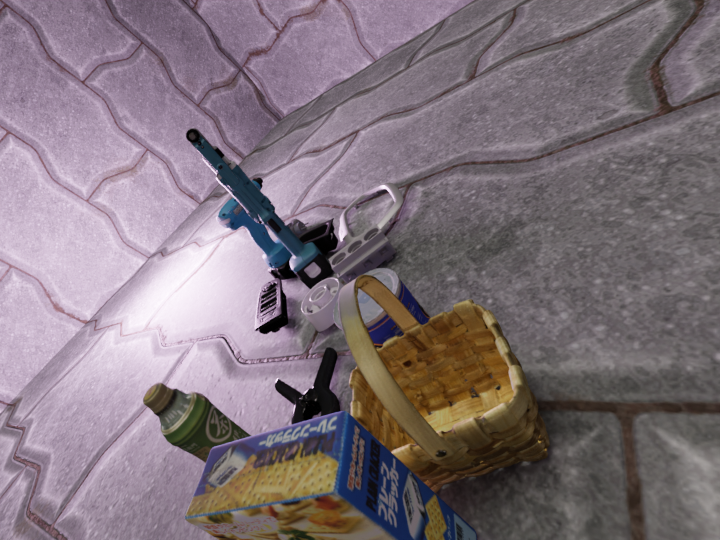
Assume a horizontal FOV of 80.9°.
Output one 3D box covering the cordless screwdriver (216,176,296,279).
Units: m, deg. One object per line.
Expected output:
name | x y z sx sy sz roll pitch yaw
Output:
cordless screwdriver | -0.227 -0.102 1.055 0.077 0.239 0.159 -12 38 47

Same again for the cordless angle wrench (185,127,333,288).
cordless angle wrench | -0.214 -0.132 0.904 0.074 0.406 0.102 -39 24 2

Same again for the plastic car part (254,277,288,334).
plastic car part | -0.189 0.079 0.936 0.066 0.064 0.211 -38 28 6

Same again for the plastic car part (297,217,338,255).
plastic car part | -0.100 -0.066 1.028 0.120 0.068 0.067 -24 31 30

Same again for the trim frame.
trim frame | 0.019 -0.139 1.029 0.186 0.026 0.257 -35 29 10
